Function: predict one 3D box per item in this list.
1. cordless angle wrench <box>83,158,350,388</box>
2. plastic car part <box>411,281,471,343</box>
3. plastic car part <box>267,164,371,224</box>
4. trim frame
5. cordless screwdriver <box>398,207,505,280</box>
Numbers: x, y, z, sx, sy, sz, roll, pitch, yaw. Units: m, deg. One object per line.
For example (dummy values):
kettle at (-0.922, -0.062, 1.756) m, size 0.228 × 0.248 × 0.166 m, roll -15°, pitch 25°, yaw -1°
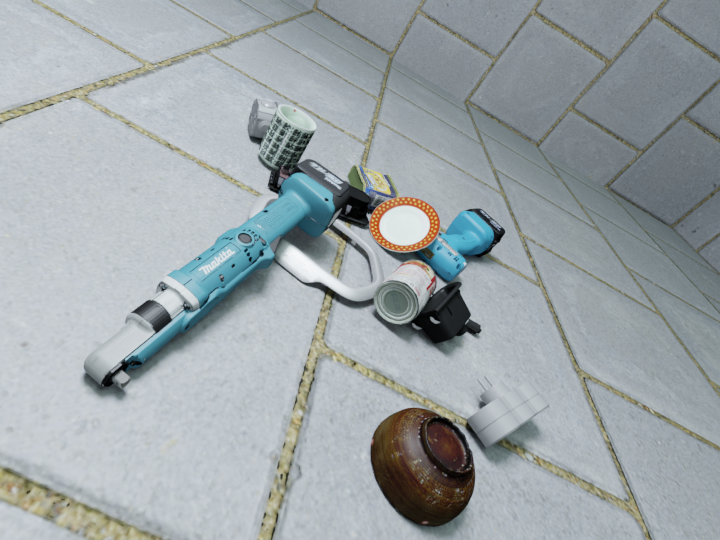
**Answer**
cordless angle wrench at (-0.145, -0.021, 0.517) m, size 0.099 × 0.074 × 0.419 m, roll 35°, pitch 41°, yaw 3°
plastic car part at (0.134, 0.070, 0.647) m, size 0.113 × 0.067 × 0.071 m, roll -29°, pitch 88°, yaw -44°
plastic car part at (-0.064, -0.147, 0.775) m, size 0.196 × 0.067 × 0.068 m, roll 25°, pitch 27°, yaw -17°
trim frame at (-0.065, -0.043, 0.668) m, size 0.251 × 0.027 × 0.182 m, roll 38°, pitch 32°, yaw 5°
cordless screwdriver at (0.187, -0.077, 0.878) m, size 0.165 × 0.074 × 0.240 m, roll 46°, pitch 39°, yaw 19°
